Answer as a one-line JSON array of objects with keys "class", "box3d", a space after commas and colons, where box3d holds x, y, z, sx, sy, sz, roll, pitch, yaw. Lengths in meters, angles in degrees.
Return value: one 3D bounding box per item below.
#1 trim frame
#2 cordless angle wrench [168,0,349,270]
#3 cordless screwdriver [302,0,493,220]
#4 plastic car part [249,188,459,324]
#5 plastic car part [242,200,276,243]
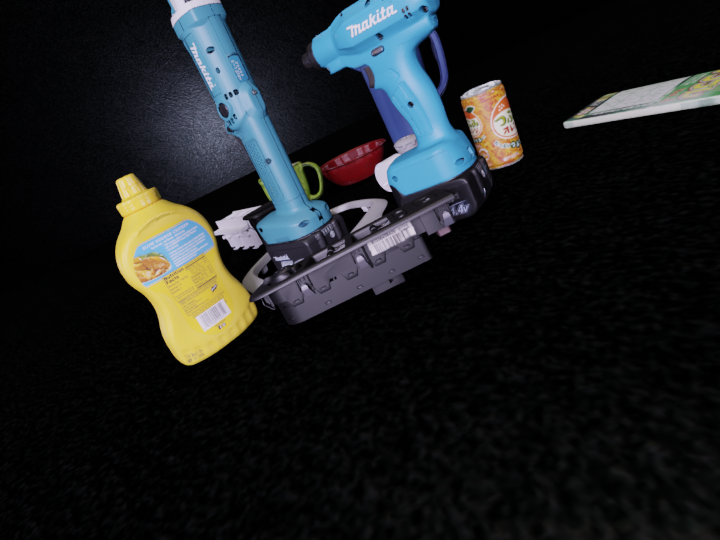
[{"class": "trim frame", "box3d": [-0.055, -0.036, 0.565, 0.191, 0.027, 0.246, -11, 26, 33]}, {"class": "cordless angle wrench", "box3d": [-0.141, -0.193, 0.496, 0.102, 0.411, 0.073, -7, 24, 45]}, {"class": "cordless screwdriver", "box3d": [0.040, -0.169, 0.471, 0.166, 0.242, 0.073, -10, 23, 39]}, {"class": "plastic car part", "box3d": [-0.004, -0.007, 0.389, 0.204, 0.065, 0.068, -23, 19, 6]}, {"class": "plastic car part", "box3d": [-0.138, -0.080, 0.701, 0.069, 0.069, 0.115, -8, 26, 40]}]
